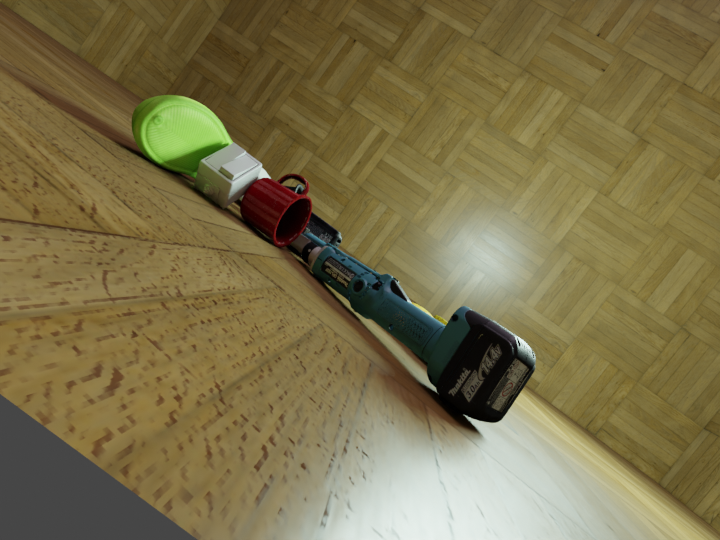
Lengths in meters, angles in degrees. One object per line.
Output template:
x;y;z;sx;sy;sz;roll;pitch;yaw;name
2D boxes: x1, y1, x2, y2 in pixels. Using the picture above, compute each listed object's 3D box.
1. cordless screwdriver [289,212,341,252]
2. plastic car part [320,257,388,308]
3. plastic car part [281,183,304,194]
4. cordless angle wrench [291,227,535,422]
-0.085;-0.055;0.865;0.157;0.074;0.253;36;-1;-10;cordless screwdriver
0.007;0.027;0.742;0.194;0.067;0.069;32;12;-25;plastic car part
-0.184;-0.155;1.025;0.073;0.117;0.063;12;-6;20;plastic car part
0.014;0.030;0.573;0.070;0.098;0.448;34;0;-43;cordless angle wrench
